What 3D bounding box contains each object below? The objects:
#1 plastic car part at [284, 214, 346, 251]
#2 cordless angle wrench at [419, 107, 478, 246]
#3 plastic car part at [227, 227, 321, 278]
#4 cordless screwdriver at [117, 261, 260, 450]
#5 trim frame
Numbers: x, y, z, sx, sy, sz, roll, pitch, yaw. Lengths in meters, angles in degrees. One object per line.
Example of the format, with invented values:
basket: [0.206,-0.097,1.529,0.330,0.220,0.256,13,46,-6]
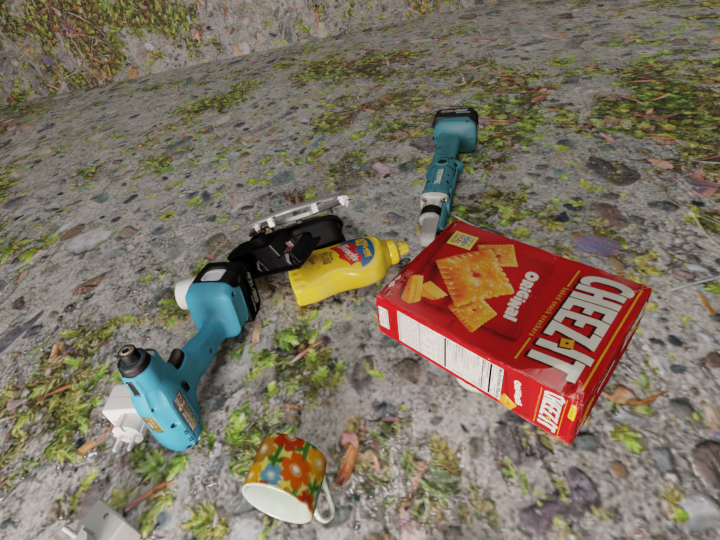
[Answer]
plastic car part: [-0.072,-0.047,0.733,0.115,0.064,0.074,-19,54,-12]
cordless angle wrench: [0.162,-0.189,0.819,0.101,0.071,0.426,3,44,19]
plastic car part: [-0.155,-0.025,0.673,0.210,0.064,0.067,-15,42,49]
cordless screwdriver: [-0.214,0.077,0.547,0.076,0.153,0.253,-3,38,11]
trim frame: [-0.102,-0.094,0.722,0.186,0.027,0.248,-17,7,5]
